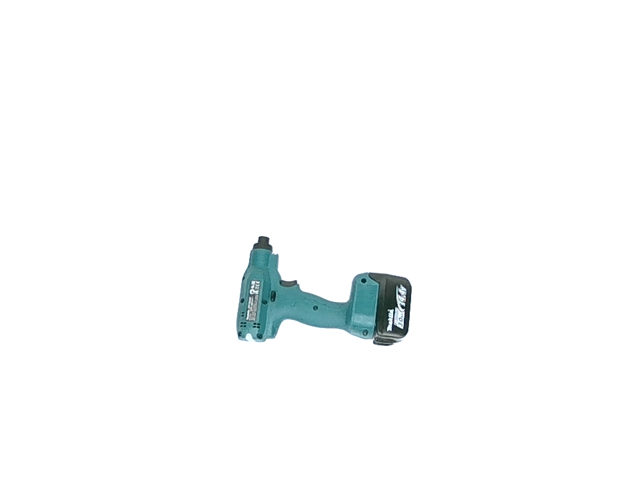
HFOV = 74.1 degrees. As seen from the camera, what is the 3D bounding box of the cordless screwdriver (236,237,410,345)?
[{"bbox_3d":[0.005,0.076,0.635,0.249,0.159,0.074,2,-21,4],"label":"cordless screwdriver"}]
